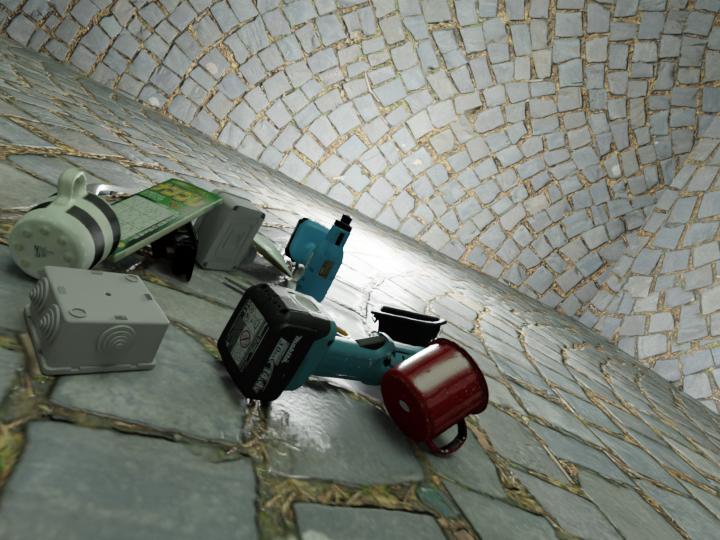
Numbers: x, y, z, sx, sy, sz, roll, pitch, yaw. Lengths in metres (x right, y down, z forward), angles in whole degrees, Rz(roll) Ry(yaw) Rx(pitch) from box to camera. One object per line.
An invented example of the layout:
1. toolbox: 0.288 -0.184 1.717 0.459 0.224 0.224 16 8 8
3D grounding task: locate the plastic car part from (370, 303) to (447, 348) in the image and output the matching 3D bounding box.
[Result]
1. plastic car part: 0.073 0.102 0.685 0.120 0.070 0.064 14 9 16

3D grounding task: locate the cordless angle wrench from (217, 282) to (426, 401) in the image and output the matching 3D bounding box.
1. cordless angle wrench: 0.026 0.113 0.529 0.399 0.098 0.079 21 13 -44

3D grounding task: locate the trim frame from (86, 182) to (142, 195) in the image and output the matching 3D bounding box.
1. trim frame: -0.354 -0.099 0.731 0.193 0.027 0.237 32 11 26

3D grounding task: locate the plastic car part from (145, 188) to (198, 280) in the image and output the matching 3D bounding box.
1. plastic car part: -0.284 -0.067 0.614 0.065 0.065 0.214 -4 36 -27

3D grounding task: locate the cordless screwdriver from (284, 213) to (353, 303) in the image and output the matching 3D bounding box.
1. cordless screwdriver: -0.078 -0.051 0.797 0.072 0.159 0.257 24 10 -19
